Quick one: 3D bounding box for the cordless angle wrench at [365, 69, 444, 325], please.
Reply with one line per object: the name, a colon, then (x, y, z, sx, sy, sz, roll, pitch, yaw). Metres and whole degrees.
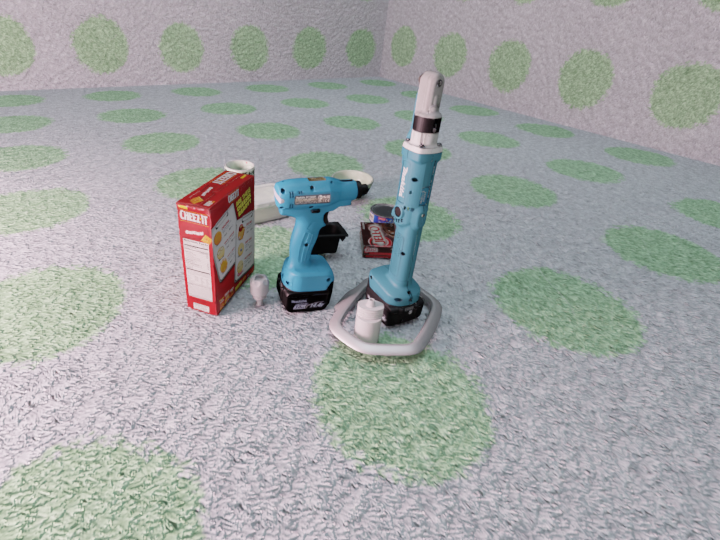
cordless angle wrench: (0.081, -0.099, 0.691, 0.072, 0.413, 0.103, -11, 35, -28)

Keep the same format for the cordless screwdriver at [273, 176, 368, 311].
cordless screwdriver: (-0.073, -0.048, 0.752, 0.155, 0.243, 0.078, -6, 33, -20)

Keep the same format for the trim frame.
trim frame: (0.046, 0.076, 0.770, 0.191, 0.027, 0.246, 16, 34, 19)

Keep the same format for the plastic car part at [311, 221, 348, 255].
plastic car part: (-0.095, -0.064, 0.936, 0.113, 0.069, 0.069, -8, 34, -20)
